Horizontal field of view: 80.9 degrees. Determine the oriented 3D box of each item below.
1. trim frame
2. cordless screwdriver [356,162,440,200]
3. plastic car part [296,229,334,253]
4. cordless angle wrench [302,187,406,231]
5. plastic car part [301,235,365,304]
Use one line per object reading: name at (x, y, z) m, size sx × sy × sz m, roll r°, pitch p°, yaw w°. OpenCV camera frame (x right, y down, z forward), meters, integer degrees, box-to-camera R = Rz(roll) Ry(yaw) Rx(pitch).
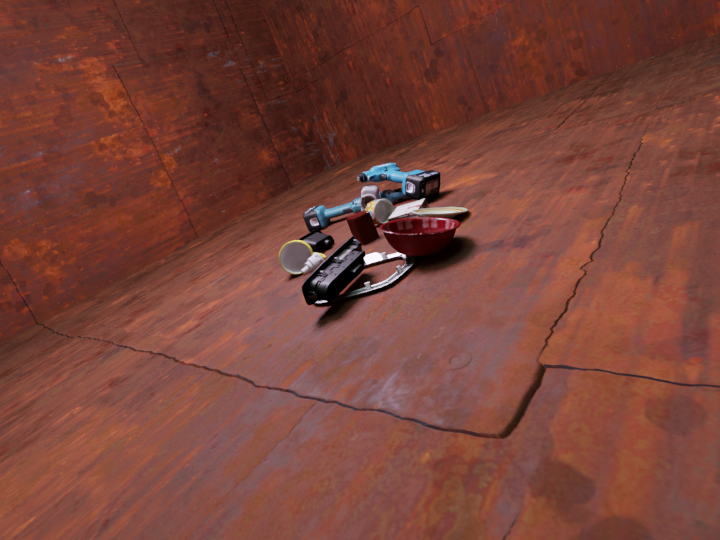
trim frame at (-0.003, 0.009, 0.895) m, size 0.255 × 0.027 × 0.184 m, roll -18°, pitch 18°, yaw 22°
cordless screwdriver at (0.116, -0.282, 1.324) m, size 0.154 × 0.072 × 0.263 m, roll -20°, pitch 32°, yaw -30°
plastic car part at (-0.121, -0.079, 1.242) m, size 0.075 × 0.064 × 0.114 m, roll 11°, pitch 33°, yaw 38°
cordless angle wrench at (0.001, -0.227, 1.472) m, size 0.437 × 0.072 × 0.097 m, roll -12°, pitch 20°, yaw 26°
plastic car part at (-0.041, 0.007, 0.839) m, size 0.070 × 0.064 × 0.199 m, roll 18°, pitch 38°, yaw 28°
